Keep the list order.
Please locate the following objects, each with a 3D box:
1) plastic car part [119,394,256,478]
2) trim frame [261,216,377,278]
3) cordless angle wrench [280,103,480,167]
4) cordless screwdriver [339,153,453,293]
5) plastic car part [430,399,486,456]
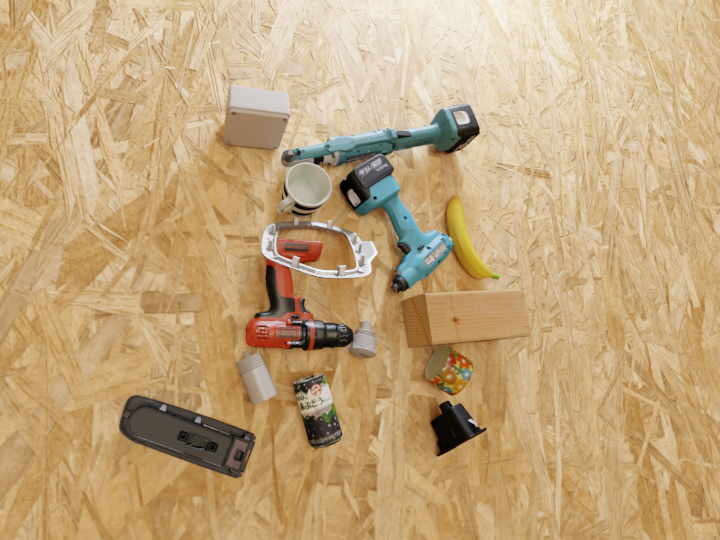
[{"bbox_3d":[-0.255,0.244,0.617,0.200,0.067,0.067,23,75,-6],"label":"plastic car part"},{"bbox_3d":[-0.068,-0.044,0.692,0.182,0.255,0.027,7,110,-9],"label":"trim frame"},{"bbox_3d":[0.040,-0.262,0.865,0.414,0.098,0.075,-15,81,-17],"label":"cordless angle wrench"},{"bbox_3d":[0.055,-0.088,0.816,0.157,0.075,0.248,-40,92,-24],"label":"cordless screwdriver"},{"bbox_3d":[0.159,0.260,0.718,0.064,0.114,0.074,-19,58,-24],"label":"plastic car part"}]
